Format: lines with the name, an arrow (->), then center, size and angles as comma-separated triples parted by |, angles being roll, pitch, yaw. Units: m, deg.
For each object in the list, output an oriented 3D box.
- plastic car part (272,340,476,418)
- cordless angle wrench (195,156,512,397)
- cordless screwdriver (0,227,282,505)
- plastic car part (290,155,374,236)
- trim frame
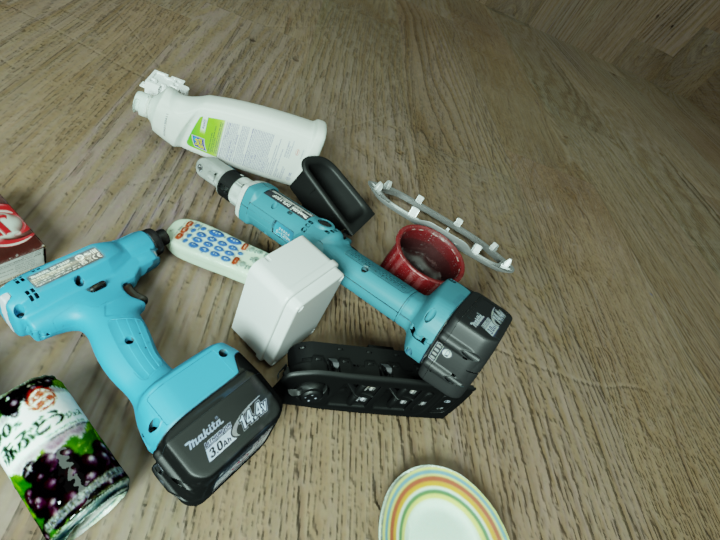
plastic car part -> 0.009, 0.105, 0.422 | 0.196, 0.066, 0.069 | 7, 51, -21
cordless angle wrench -> -0.048, -0.031, 0.486 | 0.441, 0.074, 0.095 | 34, 28, 23
cordless screwdriver -> -0.174, 0.060, 0.377 | 0.256, 0.073, 0.156 | 37, 44, 14
plastic car part -> -0.049, -0.094, 0.577 | 0.116, 0.072, 0.065 | 50, 44, -3
trim frame -> 0.119, -0.071, 0.626 | 0.250, 0.027, 0.184 | 32, 20, 1
